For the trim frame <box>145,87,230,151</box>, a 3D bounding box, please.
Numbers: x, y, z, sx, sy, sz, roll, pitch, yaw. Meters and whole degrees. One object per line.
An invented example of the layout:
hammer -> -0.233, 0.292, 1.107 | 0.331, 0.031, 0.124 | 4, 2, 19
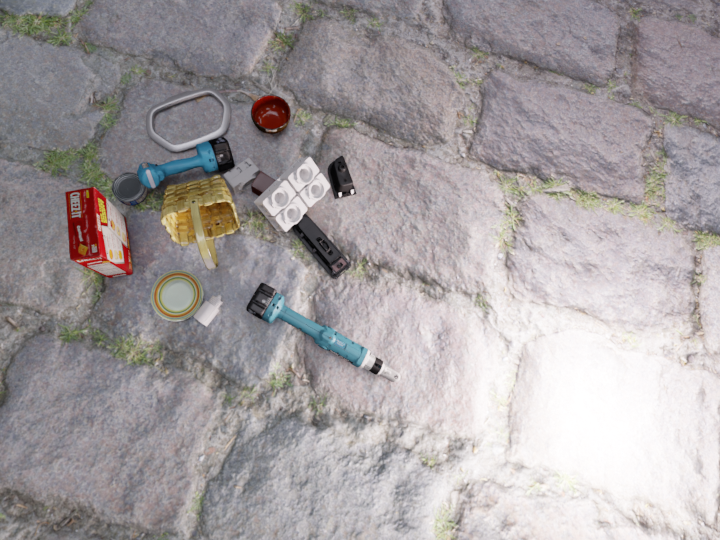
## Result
trim frame -> -0.494, -0.439, 1.221 | 0.246, 0.027, 0.187 | -26, 80, -9

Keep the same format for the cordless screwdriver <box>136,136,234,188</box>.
cordless screwdriver -> -0.476, -0.293, 1.144 | 0.244, 0.168, 0.072 | -23, 123, -20

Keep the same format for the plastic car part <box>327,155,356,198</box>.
plastic car part -> -0.053, -0.271, 1.191 | 0.065, 0.071, 0.118 | -15, 81, -12

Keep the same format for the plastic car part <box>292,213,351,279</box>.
plastic car part -> -0.112, -0.073, 1.141 | 0.066, 0.066, 0.207 | -40, 80, -7

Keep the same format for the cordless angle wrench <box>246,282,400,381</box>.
cordless angle wrench -> -0.086, 0.170, 1.065 | 0.422, 0.098, 0.074 | 30, 72, -1
